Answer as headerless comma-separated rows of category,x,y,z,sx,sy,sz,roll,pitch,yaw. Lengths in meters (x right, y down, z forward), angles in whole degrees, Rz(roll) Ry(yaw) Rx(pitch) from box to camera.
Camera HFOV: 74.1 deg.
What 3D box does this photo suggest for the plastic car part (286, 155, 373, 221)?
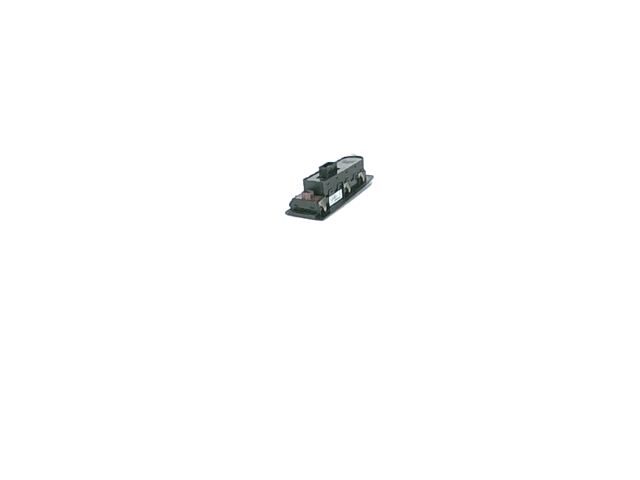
plastic car part,0.021,-0.094,0.683,0.067,0.067,0.201,3,23,32
